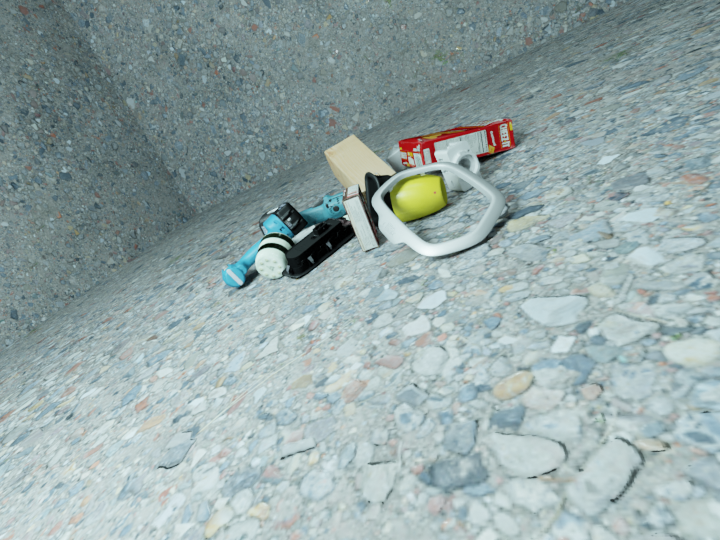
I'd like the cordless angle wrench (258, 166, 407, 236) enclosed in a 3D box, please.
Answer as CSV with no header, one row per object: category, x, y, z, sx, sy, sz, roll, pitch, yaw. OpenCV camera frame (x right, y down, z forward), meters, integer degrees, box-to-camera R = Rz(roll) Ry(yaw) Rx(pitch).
cordless angle wrench,-0.063,-0.172,1.115,0.431,0.095,0.075,-18,20,16

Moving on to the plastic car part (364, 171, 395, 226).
plastic car part,0.054,-0.154,0.898,0.069,0.115,0.069,-10,11,-26

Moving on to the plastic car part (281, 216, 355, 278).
plastic car part,-0.088,-0.058,0.901,0.070,0.064,0.201,24,57,36

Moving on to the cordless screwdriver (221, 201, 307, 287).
cordless screwdriver,-0.252,-0.062,1.064,0.248,0.072,0.164,-47,18,-11

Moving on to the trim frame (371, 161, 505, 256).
trim frame,0.118,-0.109,0.701,0.184,0.026,0.262,-31,43,-4
